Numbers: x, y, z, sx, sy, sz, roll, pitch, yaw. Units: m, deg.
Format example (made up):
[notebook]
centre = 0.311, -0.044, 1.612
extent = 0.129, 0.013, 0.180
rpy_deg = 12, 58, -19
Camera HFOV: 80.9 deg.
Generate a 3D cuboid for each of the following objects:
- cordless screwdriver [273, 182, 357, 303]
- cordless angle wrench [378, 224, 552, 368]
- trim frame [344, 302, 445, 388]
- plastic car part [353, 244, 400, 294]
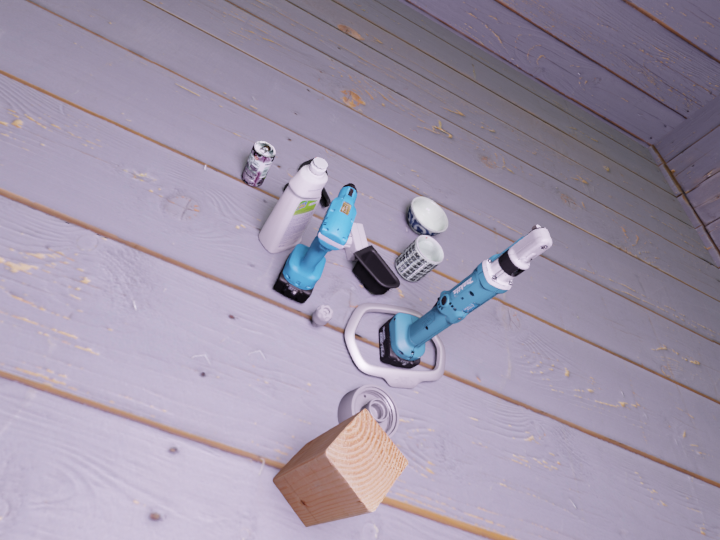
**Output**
[cordless screwdriver]
centre = -0.081, -0.053, 0.830
extent = 0.073, 0.250, 0.161
rpy_deg = 29, 47, -13
[cordless angle wrench]
centre = 0.171, 0.060, 0.762
extent = 0.072, 0.425, 0.101
rpy_deg = 18, 50, -22
[trim frame]
centre = 0.077, 0.157, 0.908
extent = 0.239, 0.027, 0.190
rpy_deg = 10, 51, -23
[plastic car part]
centre = 0.027, 0.011, 0.965
extent = 0.064, 0.071, 0.120
rpy_deg = -23, 70, -41
